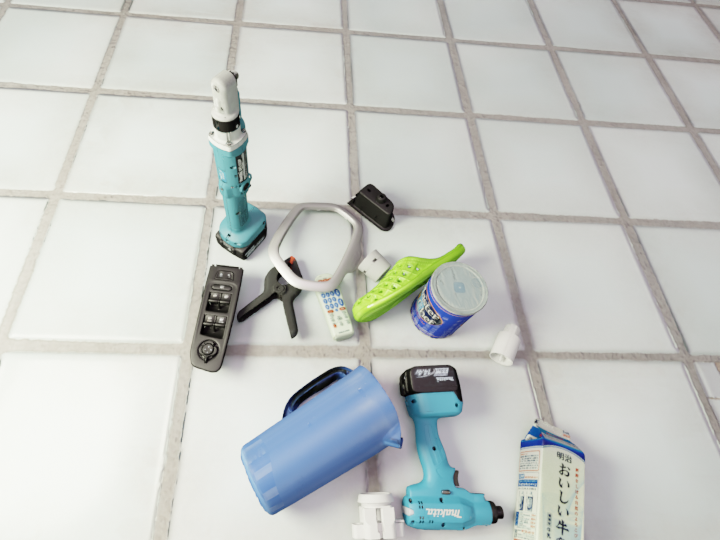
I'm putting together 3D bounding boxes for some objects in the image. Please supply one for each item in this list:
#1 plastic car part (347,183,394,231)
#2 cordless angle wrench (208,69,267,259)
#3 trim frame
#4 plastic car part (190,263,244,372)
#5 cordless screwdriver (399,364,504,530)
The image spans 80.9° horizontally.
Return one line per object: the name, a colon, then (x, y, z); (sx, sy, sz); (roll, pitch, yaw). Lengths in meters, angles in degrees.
plastic car part: (0.036, -0.151, 0.952); (0.121, 0.069, 0.065); (41, 65, 18)
cordless angle wrench: (-0.217, -0.158, 0.729); (0.076, 0.416, 0.097); (33, 62, 7)
trim frame: (-0.087, -0.057, 0.891); (0.186, 0.027, 0.250); (21, 50, 3)
plastic car part: (-0.268, 0.090, 0.785); (0.065, 0.066, 0.208); (10, 57, -12)
cordless screwdriver: (0.147, 0.291, 0.715); (0.158, 0.073, 0.255); (3, 65, -6)
